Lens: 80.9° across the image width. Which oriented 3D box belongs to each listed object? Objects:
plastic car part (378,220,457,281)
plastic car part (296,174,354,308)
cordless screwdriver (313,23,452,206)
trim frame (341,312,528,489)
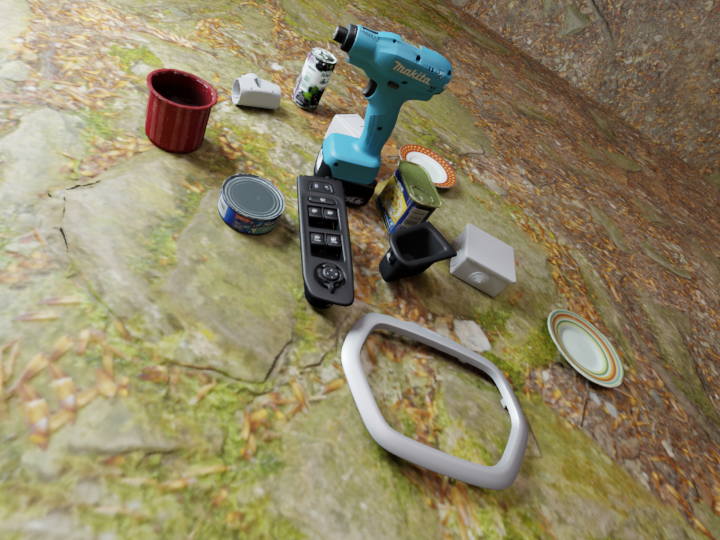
[{"bbox_3d":[0.066,-0.017,0.588,0.112,0.071,0.068,-18,62,-41],"label":"plastic car part"},{"bbox_3d":[-0.053,-0.034,0.539,0.064,0.067,0.211,11,46,-24],"label":"plastic car part"},{"bbox_3d":[-0.005,-0.212,0.602,0.154,0.249,0.077,16,45,-20],"label":"cordless screwdriver"},{"bbox_3d":[0.088,0.138,0.484,0.244,0.027,0.188,21,43,-11],"label":"trim frame"}]
